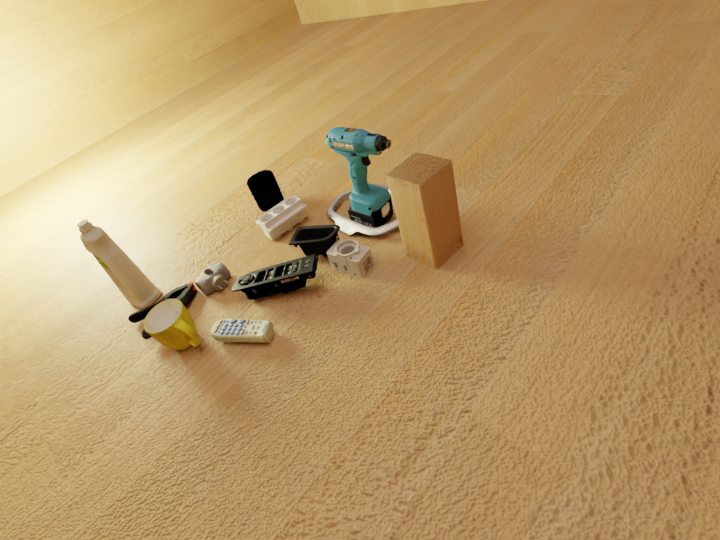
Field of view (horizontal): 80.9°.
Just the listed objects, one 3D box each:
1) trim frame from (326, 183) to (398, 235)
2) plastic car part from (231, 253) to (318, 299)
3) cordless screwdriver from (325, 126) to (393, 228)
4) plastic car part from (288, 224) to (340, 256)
[{"bbox_3d":[0.020,-0.156,1.068,0.182,0.026,0.263,-40,43,-20],"label":"trim frame"},{"bbox_3d":[-0.185,0.021,0.936,0.207,0.064,0.068,-11,40,13],"label":"plastic car part"},{"bbox_3d":[0.021,-0.207,0.960,0.168,0.237,0.073,21,53,39],"label":"cordless screwdriver"},{"bbox_3d":[-0.096,-0.063,0.986,0.121,0.068,0.066,0,44,24],"label":"plastic car part"}]
